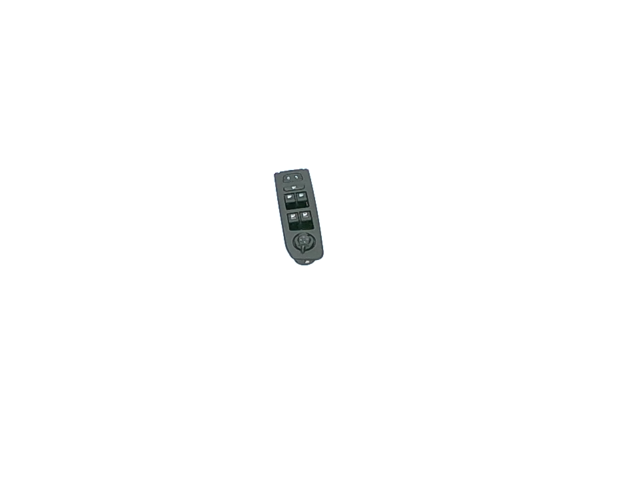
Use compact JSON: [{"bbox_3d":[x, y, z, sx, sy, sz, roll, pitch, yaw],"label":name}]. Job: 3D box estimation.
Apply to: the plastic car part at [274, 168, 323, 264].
[{"bbox_3d":[-0.040,-0.037,0.755,0.066,0.202,0.067,-3,-39,-12],"label":"plastic car part"}]
